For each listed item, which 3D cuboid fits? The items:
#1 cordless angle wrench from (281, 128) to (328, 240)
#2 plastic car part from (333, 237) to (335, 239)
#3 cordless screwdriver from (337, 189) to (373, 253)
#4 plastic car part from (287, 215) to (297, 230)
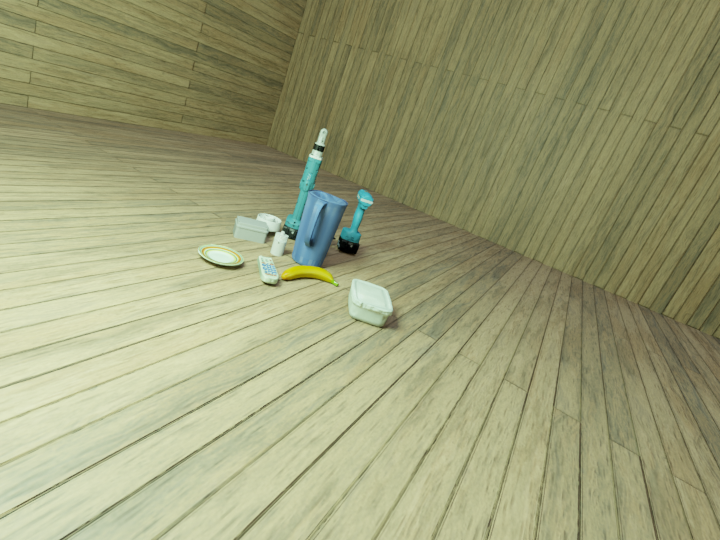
[{"bbox_3d":[-0.197,-0.318,1.568,0.074,0.419,0.099,19,18,-6],"label":"cordless angle wrench"},{"bbox_3d":[-0.151,-0.099,1.544,0.068,0.070,0.113,26,19,18],"label":"plastic car part"},{"bbox_3d":[-0.020,-0.200,1.675,0.073,0.247,0.164,16,18,-14],"label":"cordless screwdriver"},{"bbox_3d":[-0.204,-0.166,1.688,0.210,0.066,0.065,25,19,17],"label":"plastic car part"}]
